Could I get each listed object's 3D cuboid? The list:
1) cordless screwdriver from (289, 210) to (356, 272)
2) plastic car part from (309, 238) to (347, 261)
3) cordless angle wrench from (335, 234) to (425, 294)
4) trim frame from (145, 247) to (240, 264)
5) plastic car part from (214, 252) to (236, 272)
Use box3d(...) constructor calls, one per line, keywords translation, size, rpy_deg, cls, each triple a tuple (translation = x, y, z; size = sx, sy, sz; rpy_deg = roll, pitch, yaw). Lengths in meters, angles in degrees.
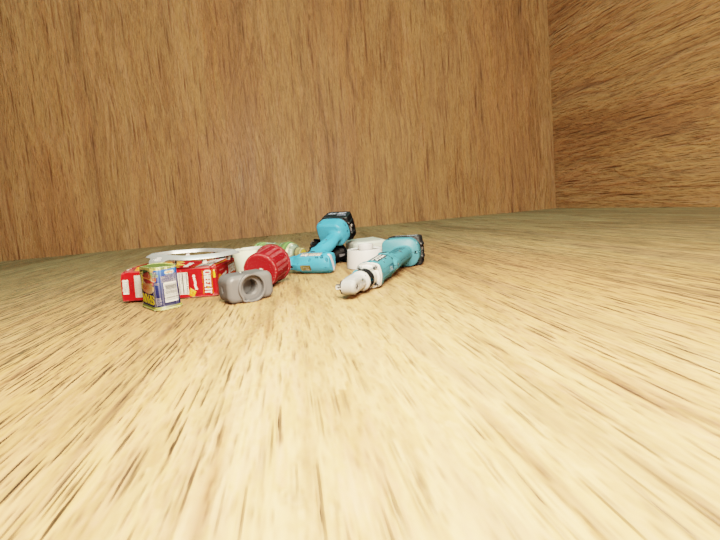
box3d(translation=(-0.115, -0.075, 1.173), size=(0.165, 0.071, 0.249), rpy_deg=(-3, 33, 24), cls="cordless screwdriver")
box3d(translation=(-0.106, -0.057, 1.288), size=(0.065, 0.065, 0.213), rpy_deg=(-16, 15, -33), cls="plastic car part")
box3d(translation=(0.052, -0.013, 0.924), size=(0.101, 0.073, 0.413), rpy_deg=(-2, 12, 22), cls="cordless angle wrench")
box3d(translation=(-0.396, -0.034, 0.990), size=(0.261, 0.027, 0.176), rpy_deg=(6, 11, 42), cls="trim frame")
box3d(translation=(-0.355, -0.013, 1.209), size=(0.113, 0.065, 0.074), rpy_deg=(-5, 22, -21), cls="plastic car part")
